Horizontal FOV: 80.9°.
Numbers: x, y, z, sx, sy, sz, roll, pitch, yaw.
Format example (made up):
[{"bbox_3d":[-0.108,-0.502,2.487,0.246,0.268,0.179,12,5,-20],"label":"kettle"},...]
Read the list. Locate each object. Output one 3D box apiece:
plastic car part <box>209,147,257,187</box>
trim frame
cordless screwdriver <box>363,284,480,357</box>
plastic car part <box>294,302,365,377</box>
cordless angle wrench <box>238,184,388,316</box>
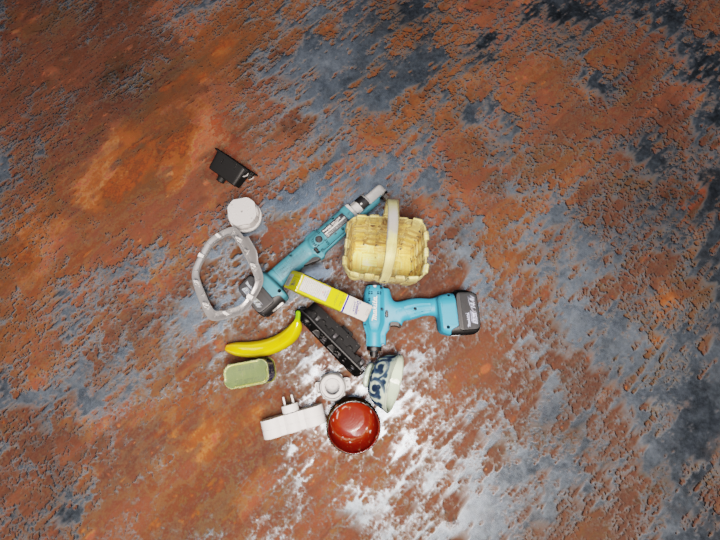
[{"bbox_3d":[-0.330,-0.249,1.064,0.119,0.064,0.071,32,94,12],"label":"plastic car part"},{"bbox_3d":[-0.308,0.002,0.962,0.185,0.026,0.262,-41,52,6],"label":"trim frame"},{"bbox_3d":[0.130,0.116,0.939,0.252,0.072,0.161,1,77,7],"label":"cordless screwdriver"},{"bbox_3d":[-0.062,0.145,0.946,0.207,0.065,0.066,39,71,11],"label":"plastic car part"},{"bbox_3d":[-0.098,-0.064,0.998,0.421,0.073,0.100,-42,79,-10],"label":"cordless angle wrench"}]
